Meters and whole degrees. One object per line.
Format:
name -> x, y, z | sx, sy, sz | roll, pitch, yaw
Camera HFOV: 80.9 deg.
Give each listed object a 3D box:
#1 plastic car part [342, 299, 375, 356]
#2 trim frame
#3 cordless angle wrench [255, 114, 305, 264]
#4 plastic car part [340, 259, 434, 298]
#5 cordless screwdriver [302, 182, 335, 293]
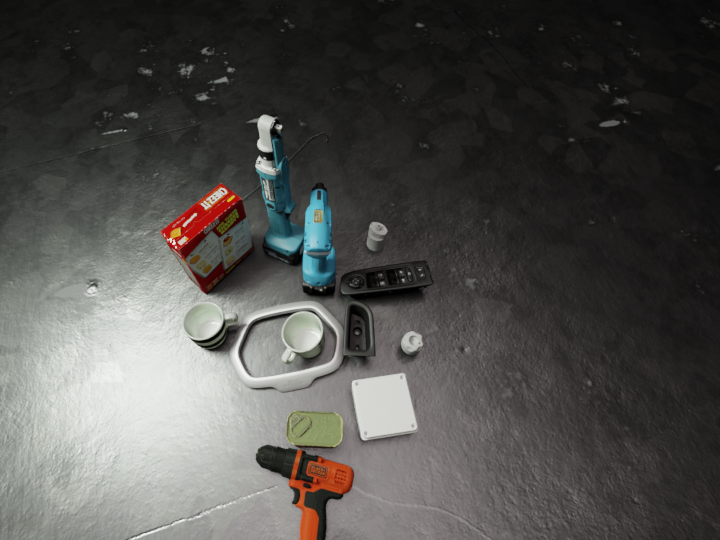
plastic car part -> -0.005, 0.130, 0.891 | 0.066, 0.069, 0.119 | 1, 61, -2
trim frame -> -0.155, 0.159, 0.900 | 0.246, 0.027, 0.191 | -11, 61, -6
cordless angle wrench -> -0.166, -0.147, 0.851 | 0.100, 0.413, 0.074 | 25, 64, 8
plastic car part -> 0.053, 0.026, 0.950 | 0.202, 0.065, 0.068 | -6, 62, -3
cordless screwdriver -> -0.088, -0.057, 0.897 | 0.074, 0.243, 0.163 | 1, 62, -4
